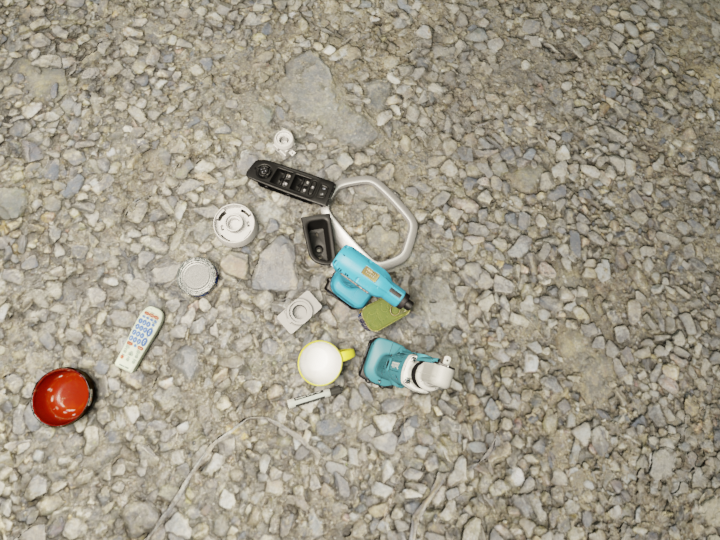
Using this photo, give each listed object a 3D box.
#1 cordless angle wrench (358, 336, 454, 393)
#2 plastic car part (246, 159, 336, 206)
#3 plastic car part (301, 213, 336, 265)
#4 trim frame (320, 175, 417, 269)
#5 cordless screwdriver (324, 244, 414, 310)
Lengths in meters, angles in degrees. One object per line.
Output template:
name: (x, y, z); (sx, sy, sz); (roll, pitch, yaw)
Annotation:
cordless angle wrench: (0.072, 0.168, 0.726); (0.074, 0.422, 0.098); (21, 78, -5)
plastic car part: (-0.162, -0.200, 0.979); (0.203, 0.066, 0.066); (21, 77, 1)
plastic car part: (-0.093, -0.061, 0.949); (0.065, 0.070, 0.118); (-9, 79, -8)
trim frame: (0.019, -0.115, 0.990); (0.183, 0.027, 0.252); (-41, 82, -11)
cordless screwdriver: (0.009, 0.034, 0.842); (0.160, 0.248, 0.074); (36, 77, 1)
